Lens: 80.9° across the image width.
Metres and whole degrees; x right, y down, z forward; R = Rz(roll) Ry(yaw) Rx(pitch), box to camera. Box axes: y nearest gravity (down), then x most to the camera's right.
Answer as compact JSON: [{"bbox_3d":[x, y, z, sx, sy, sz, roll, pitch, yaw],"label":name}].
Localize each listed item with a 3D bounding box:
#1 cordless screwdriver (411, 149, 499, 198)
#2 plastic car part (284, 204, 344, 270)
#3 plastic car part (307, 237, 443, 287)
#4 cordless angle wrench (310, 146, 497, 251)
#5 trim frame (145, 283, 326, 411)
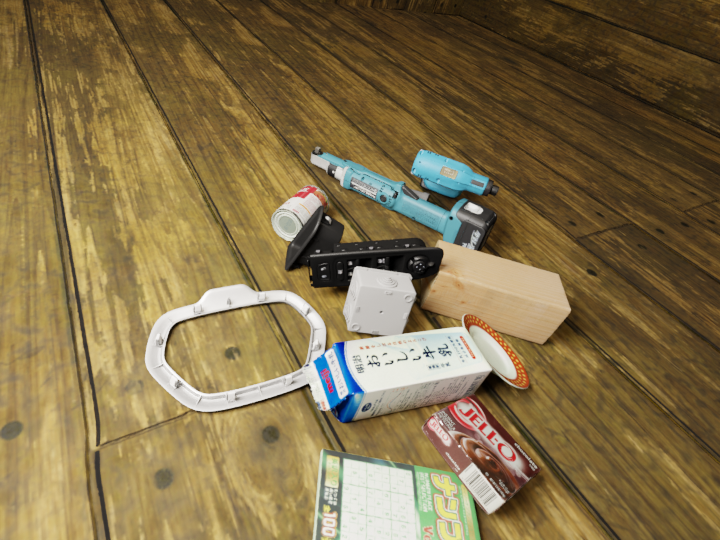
[{"bbox_3d":[0.195,-0.190,0.879,0.163,0.074,0.245,23,12,9],"label":"cordless screwdriver"},{"bbox_3d":[-0.069,-0.045,0.708,0.068,0.118,0.068,29,36,-25],"label":"plastic car part"},{"bbox_3d":[0.022,-0.016,0.654,0.204,0.064,0.069,-2,31,4],"label":"plastic car part"},{"bbox_3d":[0.063,-0.162,0.892,0.441,0.096,0.073,30,42,23],"label":"cordless angle wrench"},{"bbox_3d":[-0.162,0.094,0.580,0.241,0.027,0.194,-11,46,-24],"label":"trim frame"}]
